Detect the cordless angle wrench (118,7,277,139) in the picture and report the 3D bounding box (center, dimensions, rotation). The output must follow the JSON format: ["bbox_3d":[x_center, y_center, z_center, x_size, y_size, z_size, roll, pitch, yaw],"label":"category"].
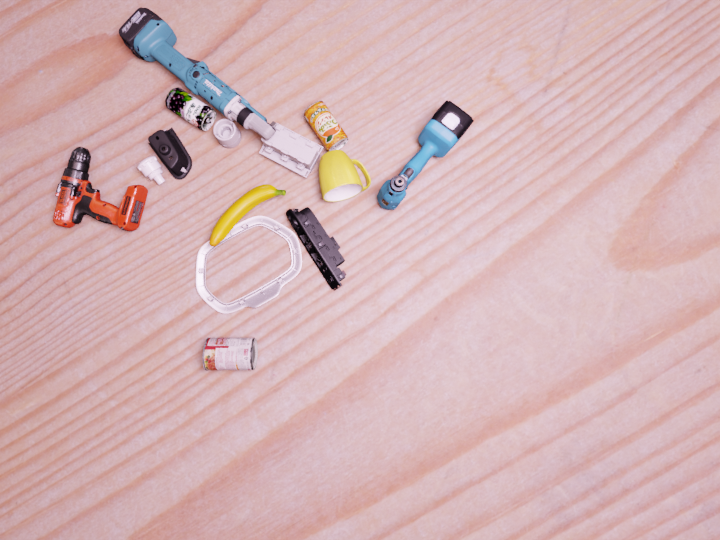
[{"bbox_3d":[-0.349,-0.416,0.924,0.432,0.073,0.098,40,87,11],"label":"cordless angle wrench"}]

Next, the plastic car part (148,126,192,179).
[{"bbox_3d":[-0.426,-0.265,0.937,0.066,0.070,0.118,-35,83,-1],"label":"plastic car part"}]

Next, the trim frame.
[{"bbox_3d":[-0.248,-0.012,0.928,0.248,0.027,0.186,-29,85,-2],"label":"trim frame"}]

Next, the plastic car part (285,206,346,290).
[{"bbox_3d":[-0.089,-0.058,0.908,0.066,0.066,0.205,-36,85,-12],"label":"plastic car part"}]

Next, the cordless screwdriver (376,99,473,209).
[{"bbox_3d":[0.129,-0.237,0.869,0.075,0.159,0.248,39,85,0],"label":"cordless screwdriver"}]
